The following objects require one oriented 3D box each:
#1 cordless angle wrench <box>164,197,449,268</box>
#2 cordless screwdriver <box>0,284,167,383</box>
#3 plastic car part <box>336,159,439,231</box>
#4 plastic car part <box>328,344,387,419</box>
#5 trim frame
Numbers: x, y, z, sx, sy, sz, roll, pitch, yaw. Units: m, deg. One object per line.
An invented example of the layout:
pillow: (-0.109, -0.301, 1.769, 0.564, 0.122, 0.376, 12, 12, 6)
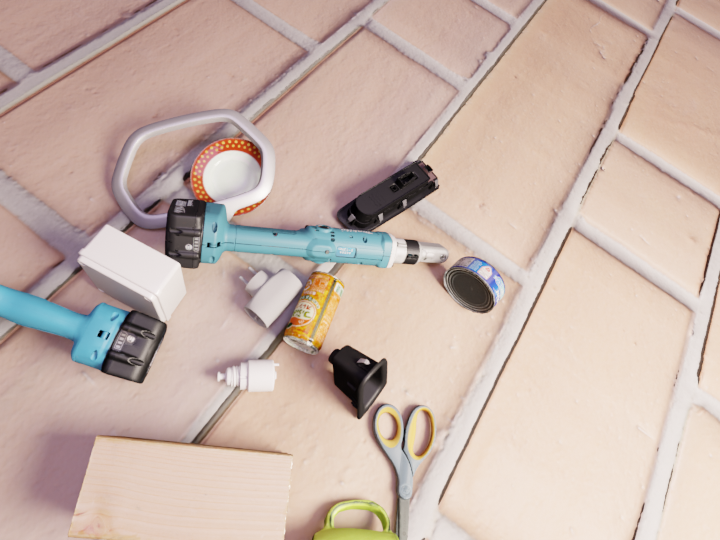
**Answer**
cordless angle wrench: (-0.061, -0.040, 0.623, 0.412, 0.073, 0.102, 4, 22, -15)
cordless screwdriver: (-0.365, 0.060, 0.505, 0.241, 0.163, 0.075, 26, 66, -18)
plastic car part: (0.054, -0.127, 0.701, 0.200, 0.067, 0.067, -35, 86, -20)
plastic car part: (-0.008, 0.132, 0.548, 0.074, 0.112, 0.065, 29, 61, 25)
trim frame: (-0.252, -0.153, 0.644, 0.246, 0.027, 0.187, -16, 79, -9)
